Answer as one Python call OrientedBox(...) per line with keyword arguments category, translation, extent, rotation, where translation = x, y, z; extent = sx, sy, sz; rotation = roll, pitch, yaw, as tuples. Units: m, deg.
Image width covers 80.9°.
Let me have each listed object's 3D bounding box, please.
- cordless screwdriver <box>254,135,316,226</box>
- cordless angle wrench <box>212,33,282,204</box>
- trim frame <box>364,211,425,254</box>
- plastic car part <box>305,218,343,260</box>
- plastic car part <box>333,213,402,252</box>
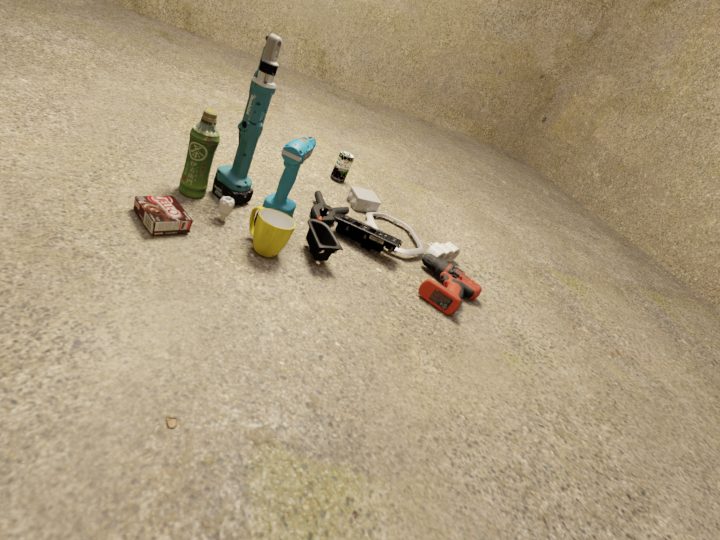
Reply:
OrientedBox(category="cordless screwdriver", translation=(-0.178, -0.213, 1.047), extent=(0.075, 0.247, 0.160), rotation=(27, 29, -1))
OrientedBox(category="cordless angle wrench", translation=(-0.269, -0.359, 1.043), extent=(0.102, 0.420, 0.072), rotation=(38, 31, 19))
OrientedBox(category="trim frame", translation=(0.101, -0.115, 1.306), extent=(0.178, 0.027, 0.259), rotation=(11, 32, -20))
OrientedBox(category="plastic car part", translation=(-0.102, -0.067, 1.043), extent=(0.063, 0.070, 0.123), rotation=(5, 35, -32))
OrientedBox(category="plastic car part", translation=(0.012, -0.100, 1.179), extent=(0.207, 0.066, 0.065), rotation=(30, 30, 10))
